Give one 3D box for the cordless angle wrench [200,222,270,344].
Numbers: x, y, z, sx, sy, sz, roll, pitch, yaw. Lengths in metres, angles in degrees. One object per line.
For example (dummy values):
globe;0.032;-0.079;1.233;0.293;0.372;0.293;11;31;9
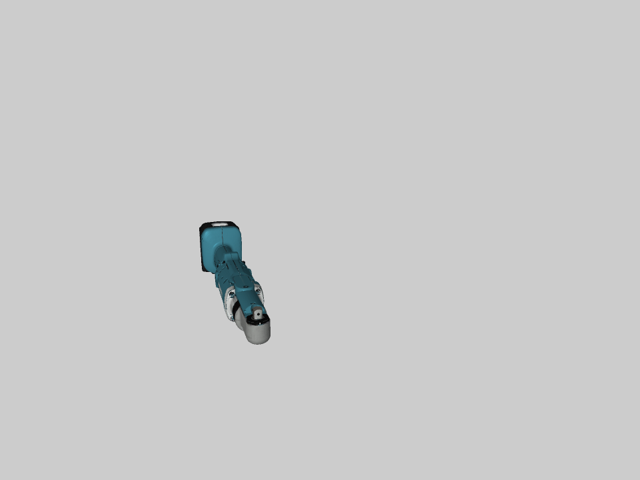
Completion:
cordless angle wrench;-0.134;0.056;0.651;0.074;0.098;0.422;-5;15;-19
